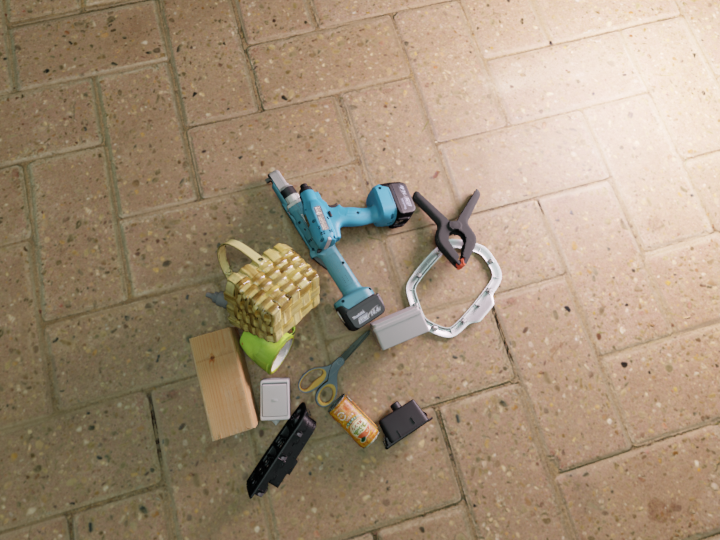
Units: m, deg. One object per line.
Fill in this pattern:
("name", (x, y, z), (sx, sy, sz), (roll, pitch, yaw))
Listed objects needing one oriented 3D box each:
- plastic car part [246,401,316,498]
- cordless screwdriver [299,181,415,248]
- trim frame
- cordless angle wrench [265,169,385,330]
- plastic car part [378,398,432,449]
("plastic car part", (-0.156, 0.377, 0.880), (0.066, 0.067, 0.203), (32, 78, -8))
("cordless screwdriver", (-0.013, -0.150, 0.968), (0.243, 0.074, 0.164), (-16, 68, -19))
("trim frame", (0.220, 0.037, 0.985), (0.186, 0.027, 0.247), (42, 78, 6))
("cordless angle wrench", (-0.096, -0.063, 0.978), (0.097, 0.073, 0.432), (-31, 78, -9))
("plastic car part", (0.086, 0.320, 0.904), (0.115, 0.064, 0.074), (-33, 69, -12))
